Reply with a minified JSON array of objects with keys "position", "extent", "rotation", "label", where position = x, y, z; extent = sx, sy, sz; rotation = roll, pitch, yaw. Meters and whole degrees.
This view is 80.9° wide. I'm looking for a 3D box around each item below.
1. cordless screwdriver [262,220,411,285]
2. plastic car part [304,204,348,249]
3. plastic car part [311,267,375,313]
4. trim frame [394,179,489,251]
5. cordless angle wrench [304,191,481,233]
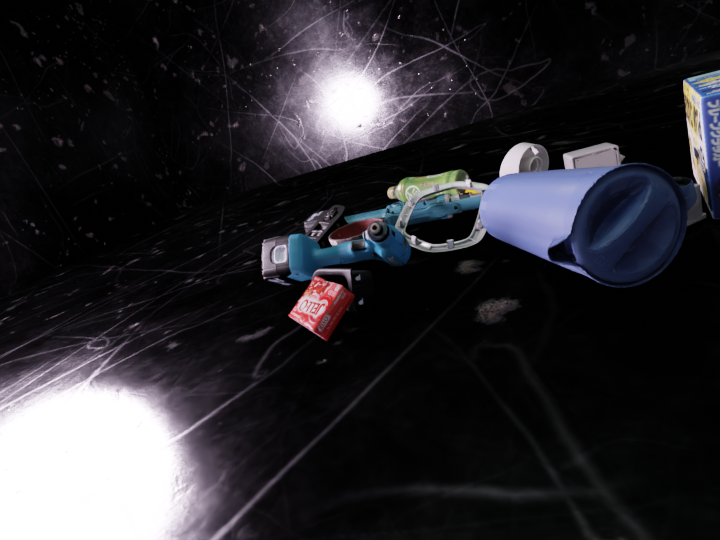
[{"position":[-0.051,-0.033,0.704],"extent":[0.256,0.075,0.152],"rotation":[-8,-14,19],"label":"cordless screwdriver"},{"position":[-0.086,-0.056,0.875],"extent":[0.069,0.064,0.203],"rotation":[-4,48,56],"label":"plastic car part"},{"position":[-0.021,0.022,0.668],"extent":[0.068,0.065,0.122],"rotation":[-11,8,-33],"label":"plastic car part"},{"position":[0.165,-0.112,0.807],"extent":[0.192,0.026,0.248],"rotation":[2,39,26],"label":"trim frame"},{"position":[0.085,-0.122,0.934],"extent":[0.435,0.072,0.098],"rotation":[-9,20,20],"label":"cordless angle wrench"}]
